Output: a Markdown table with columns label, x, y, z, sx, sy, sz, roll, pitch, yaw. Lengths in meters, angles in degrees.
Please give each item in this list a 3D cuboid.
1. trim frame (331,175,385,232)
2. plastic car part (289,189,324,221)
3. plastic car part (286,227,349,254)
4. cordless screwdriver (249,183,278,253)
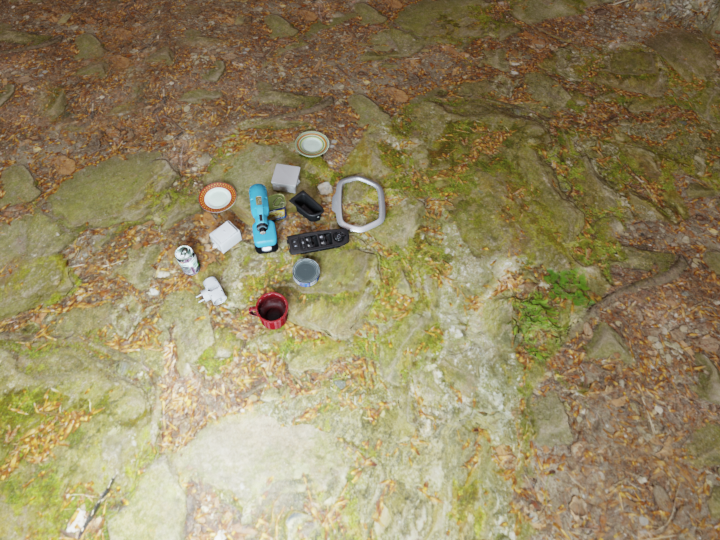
| label | x | y | z | sx | sy | sz | roll | pitch | yaw |
| --- | --- | --- | --- | --- | --- | --- | --- | --- | --- |
| trim frame | -0.007 | -0.234 | 1.465 | 0.184 | 0.027 | 0.255 | -1 | 60 | -2 |
| plastic car part | -0.176 | -0.202 | 1.420 | 0.065 | 0.069 | 0.121 | -40 | 69 | -22 |
| plastic car part | -0.133 | -0.087 | 1.356 | 0.201 | 0.065 | 0.069 | -12 | 63 | -9 |
| cordless screwdriver | -0.292 | -0.126 | 1.274 | 0.073 | 0.243 | 0.165 | -8 | 62 | -10 |
